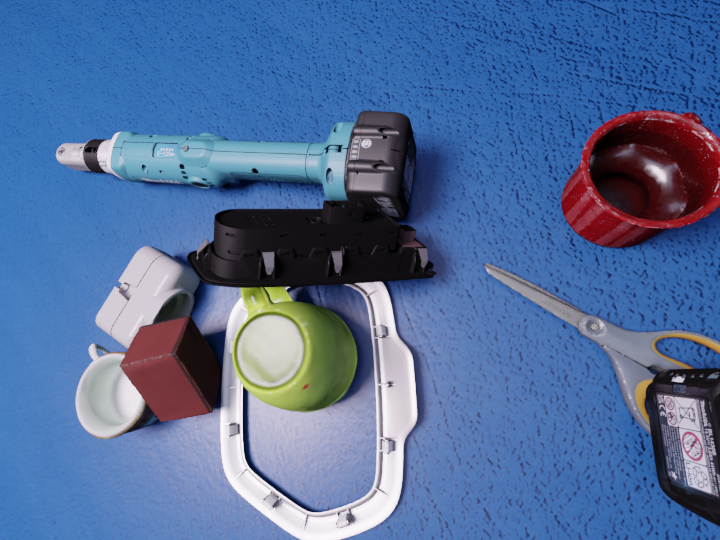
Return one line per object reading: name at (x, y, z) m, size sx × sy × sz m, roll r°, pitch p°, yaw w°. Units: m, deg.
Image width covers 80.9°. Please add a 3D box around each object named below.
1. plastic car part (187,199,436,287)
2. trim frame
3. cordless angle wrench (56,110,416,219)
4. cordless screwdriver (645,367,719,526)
plastic car part at (-0.033, -0.022, 0.341) m, size 0.197 × 0.065 × 0.070 m, roll -7°, pitch 37°, yaw -21°
trim frame at (-0.044, 0.106, 0.387) m, size 0.188 × 0.026 × 0.253 m, roll -5°, pitch 72°, yaw 12°
cordless angle wrench at (-0.161, -0.115, 0.448) m, size 0.437 × 0.094 × 0.075 m, roll 7°, pitch 81°, yaw 19°
cordless screwdriver at (0.333, 0.100, 0.263) m, size 0.251 × 0.073 × 0.161 m, roll 6°, pitch 76°, yaw 6°
